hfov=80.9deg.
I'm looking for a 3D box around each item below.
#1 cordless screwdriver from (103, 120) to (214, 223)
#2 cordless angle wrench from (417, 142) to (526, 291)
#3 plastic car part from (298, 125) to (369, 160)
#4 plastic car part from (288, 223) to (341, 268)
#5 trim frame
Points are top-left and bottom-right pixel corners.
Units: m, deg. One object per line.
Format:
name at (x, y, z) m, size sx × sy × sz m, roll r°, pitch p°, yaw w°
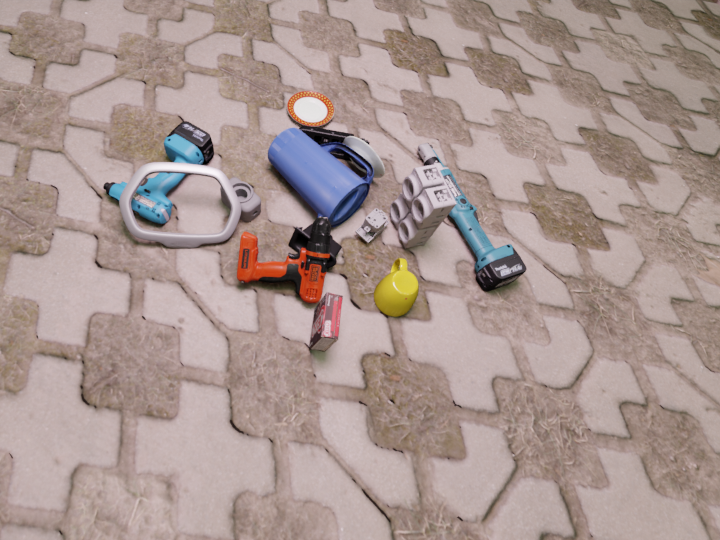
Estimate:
cordless screwdriver at (-0.461, -0.237, 0.980) m, size 0.161 × 0.073 × 0.250 m, roll 25°, pitch 66°, yaw 4°
cordless angle wrench at (0.246, -0.155, 1.046) m, size 0.096 × 0.073 × 0.439 m, roll -17°, pitch 65°, yaw -18°
plastic car part at (-0.082, -0.337, 1.093) m, size 0.201 × 0.065 × 0.069 m, roll 7°, pitch 54°, yaw -6°
plastic car part at (-0.093, -0.061, 0.955) m, size 0.117 × 0.066 × 0.070 m, roll 34°, pitch 49°, yaw 3°
trim frame at (-0.382, -0.137, 0.906) m, size 0.242 × 0.028 × 0.182 m, roll 1°, pitch 99°, yaw -16°
